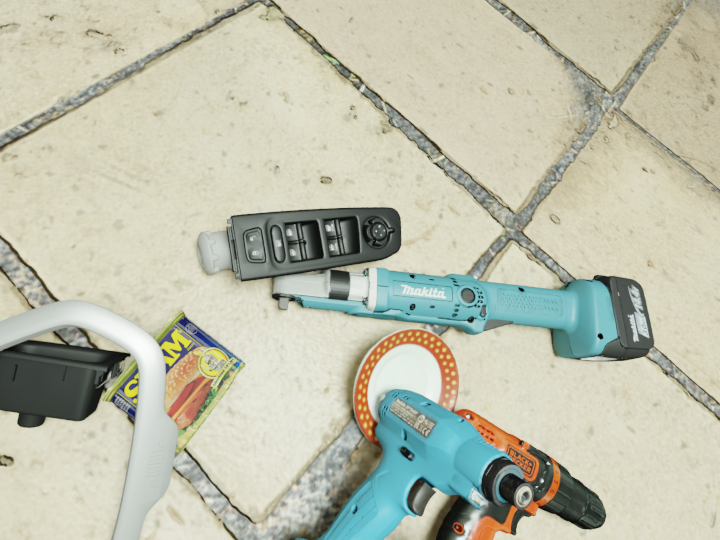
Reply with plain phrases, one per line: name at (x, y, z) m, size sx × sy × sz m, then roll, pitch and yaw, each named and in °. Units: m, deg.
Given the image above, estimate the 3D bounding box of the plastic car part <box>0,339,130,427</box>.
plastic car part at (-0.282, 0.104, 0.382) m, size 0.115 × 0.066 × 0.071 m, roll 7°, pitch 85°, yaw -9°

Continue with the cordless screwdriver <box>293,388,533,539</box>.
cordless screwdriver at (0.013, 0.220, 0.331) m, size 0.072 × 0.165 × 0.248 m, roll 45°, pitch 74°, yaw -22°

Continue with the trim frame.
trim frame at (-0.247, 0.146, 0.346) m, size 0.183 × 0.028 × 0.248 m, roll 9°, pitch 89°, yaw -4°

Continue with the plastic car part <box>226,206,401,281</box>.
plastic car part at (-0.046, -0.030, 0.468) m, size 0.197 × 0.068 × 0.067 m, roll -9°, pitch 79°, yaw -21°

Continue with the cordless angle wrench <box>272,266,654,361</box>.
cordless angle wrench at (0.112, 0.037, 0.482) m, size 0.417 × 0.074 × 0.100 m, roll 7°, pitch 70°, yaw -7°
